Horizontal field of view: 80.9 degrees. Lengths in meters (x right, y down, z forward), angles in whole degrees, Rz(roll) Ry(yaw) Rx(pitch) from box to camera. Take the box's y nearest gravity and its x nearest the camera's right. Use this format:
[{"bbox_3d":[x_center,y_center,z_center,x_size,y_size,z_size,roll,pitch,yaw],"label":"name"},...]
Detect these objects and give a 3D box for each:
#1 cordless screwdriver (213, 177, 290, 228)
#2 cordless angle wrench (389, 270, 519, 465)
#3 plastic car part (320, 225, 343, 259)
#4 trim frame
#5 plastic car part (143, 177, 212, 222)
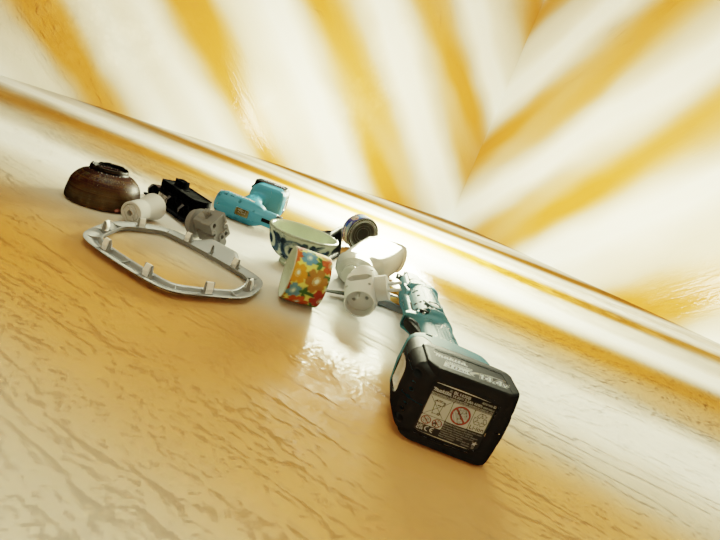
[{"bbox_3d":[-0.220,-0.150,0.986,0.160,0.074,0.249,20,18,2],"label":"cordless screwdriver"},{"bbox_3d":[0.085,0.068,0.553,0.098,0.074,0.426,19,14,-3],"label":"cordless angle wrench"},{"bbox_3d":[-0.083,-0.054,0.850,0.073,0.065,0.114,8,14,16],"label":"plastic car part"},{"bbox_3d":[-0.243,-0.022,0.560,0.259,0.027,0.177,24,13,23],"label":"trim frame"},{"bbox_3d":[-0.332,-0.132,0.793,0.215,0.067,0.063,34,12,38],"label":"plastic car part"}]
